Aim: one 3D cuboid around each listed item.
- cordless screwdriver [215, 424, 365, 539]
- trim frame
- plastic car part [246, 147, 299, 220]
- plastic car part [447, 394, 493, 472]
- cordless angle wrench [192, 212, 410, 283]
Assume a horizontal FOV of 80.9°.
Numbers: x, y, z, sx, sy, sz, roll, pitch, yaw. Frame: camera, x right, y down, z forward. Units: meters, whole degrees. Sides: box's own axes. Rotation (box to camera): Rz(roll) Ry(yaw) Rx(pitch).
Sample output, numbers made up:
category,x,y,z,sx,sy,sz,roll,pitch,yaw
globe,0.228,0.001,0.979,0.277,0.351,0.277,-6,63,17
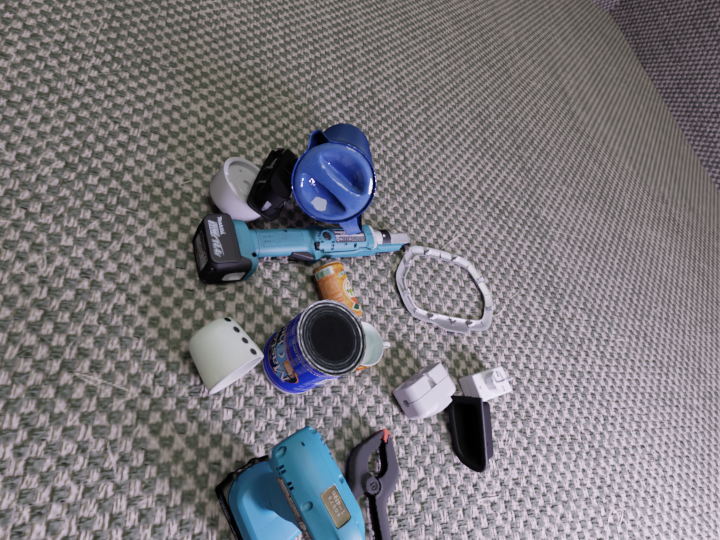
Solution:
category,x,y,z,sx,sy,sz,roll,pitch,yaw
cordless screwdriver,-0.071,0.267,0.448,0.072,0.250,0.163,-20,73,-38
trim frame,0.178,0.039,0.863,0.238,0.028,0.189,14,59,-25
plastic car part,-0.135,-0.155,0.721,0.063,0.069,0.207,48,31,-27
plastic car part,0.197,0.269,0.720,0.067,0.068,0.118,2,79,-45
cordless angle wrench,-0.073,-0.048,0.747,0.405,0.075,0.101,-5,68,-34
